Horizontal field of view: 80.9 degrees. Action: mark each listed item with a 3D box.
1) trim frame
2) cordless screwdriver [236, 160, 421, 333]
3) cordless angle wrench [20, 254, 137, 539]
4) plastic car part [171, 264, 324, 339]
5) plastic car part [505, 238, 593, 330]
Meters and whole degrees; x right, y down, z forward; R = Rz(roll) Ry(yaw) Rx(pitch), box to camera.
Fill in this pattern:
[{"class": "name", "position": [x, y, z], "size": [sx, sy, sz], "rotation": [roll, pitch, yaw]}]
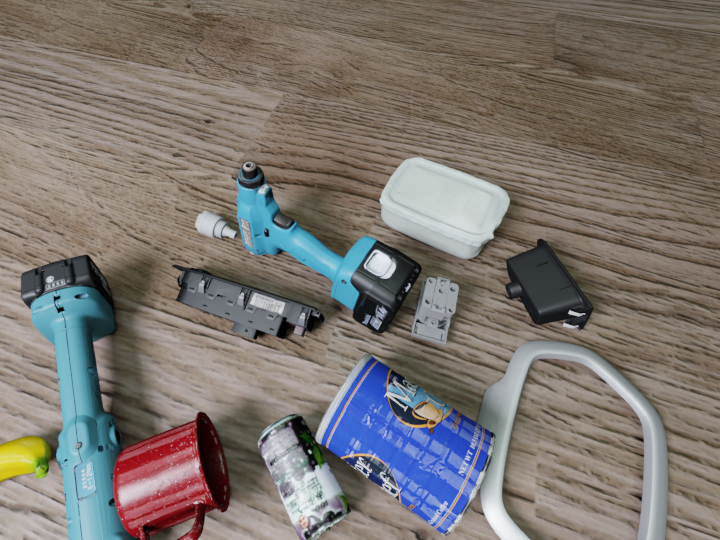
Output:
[{"class": "trim frame", "position": [0.220, 0.188, 0.446], "size": [0.189, 0.027, 0.249], "rotation": [21, 60, 13]}, {"class": "cordless screwdriver", "position": [-0.051, -0.034, 0.525], "size": [0.257, 0.155, 0.074], "rotation": [29, 59, 16]}, {"class": "cordless angle wrench", "position": [-0.271, 0.177, 0.426], "size": [0.073, 0.096, 0.441], "rotation": [-19, 60, -18]}, {"class": "plastic car part", "position": [-0.150, 0.045, 0.535], "size": [0.208, 0.064, 0.067], "rotation": [20, 83, 12]}, {"class": "plastic car part", "position": [0.229, 0.023, 0.545], "size": [0.071, 0.063, 0.122], "rotation": [-21, 54, 1]}]
